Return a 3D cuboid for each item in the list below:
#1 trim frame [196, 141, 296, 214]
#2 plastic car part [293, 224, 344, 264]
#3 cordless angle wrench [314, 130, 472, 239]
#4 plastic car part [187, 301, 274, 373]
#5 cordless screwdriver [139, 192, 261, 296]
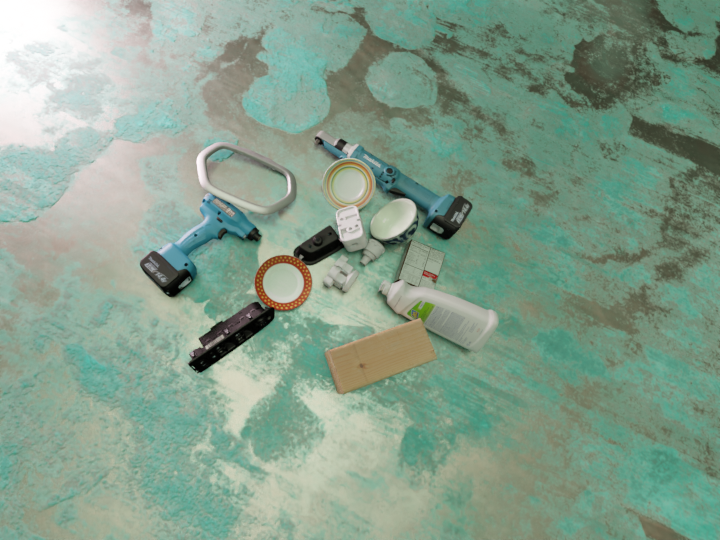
[{"bbox_3d":[-0.270,-0.223,1.011,0.245,0.027,0.187,20,56,-7],"label":"trim frame"},{"bbox_3d":[-0.095,-0.062,0.974,0.115,0.070,0.067,-32,78,-19],"label":"plastic car part"},{"bbox_3d":[0.067,-0.232,1.054,0.430,0.073,0.098,34,70,8],"label":"cordless angle wrench"},{"bbox_3d":[-0.273,0.132,0.896,0.200,0.063,0.071,-31,53,-14],"label":"plastic car part"},{"bbox_3d":[-0.351,-0.048,0.943,0.161,0.074,0.248,36,67,5],"label":"cordless screwdriver"}]
